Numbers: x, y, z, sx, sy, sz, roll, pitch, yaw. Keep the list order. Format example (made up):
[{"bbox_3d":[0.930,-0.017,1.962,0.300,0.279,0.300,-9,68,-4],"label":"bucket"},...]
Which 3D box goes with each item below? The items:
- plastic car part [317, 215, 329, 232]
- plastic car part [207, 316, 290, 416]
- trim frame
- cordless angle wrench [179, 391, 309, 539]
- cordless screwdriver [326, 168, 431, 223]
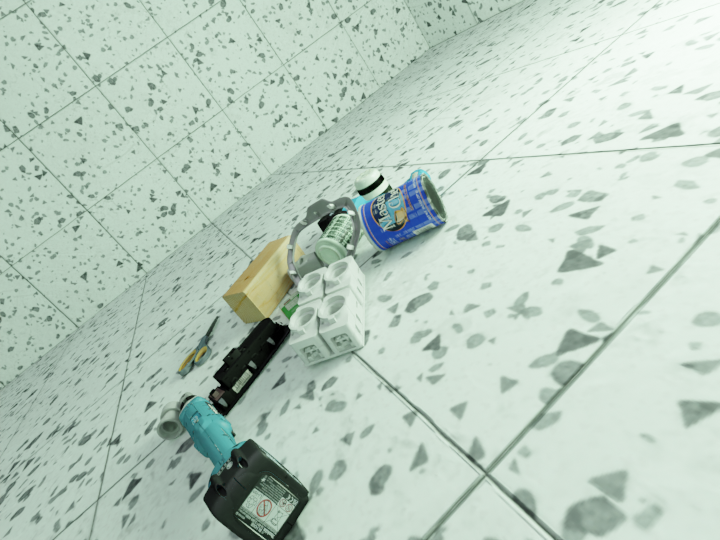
[{"bbox_3d":[-0.070,-0.140,1.120,0.068,0.069,0.115,-13,30,49],"label":"plastic car part"},{"bbox_3d":[-0.210,0.163,0.781,0.201,0.065,0.068,-48,17,-30],"label":"plastic car part"},{"bbox_3d":[-0.086,-0.056,0.881,0.256,0.026,0.188,-23,63,46],"label":"trim frame"},{"bbox_3d":[-0.212,0.240,0.612,0.074,0.094,0.440,-50,23,-23],"label":"cordless angle wrench"},{"bbox_3d":[0.042,-0.140,0.968,0.255,0.071,0.161,-21,28,25],"label":"cordless screwdriver"}]
